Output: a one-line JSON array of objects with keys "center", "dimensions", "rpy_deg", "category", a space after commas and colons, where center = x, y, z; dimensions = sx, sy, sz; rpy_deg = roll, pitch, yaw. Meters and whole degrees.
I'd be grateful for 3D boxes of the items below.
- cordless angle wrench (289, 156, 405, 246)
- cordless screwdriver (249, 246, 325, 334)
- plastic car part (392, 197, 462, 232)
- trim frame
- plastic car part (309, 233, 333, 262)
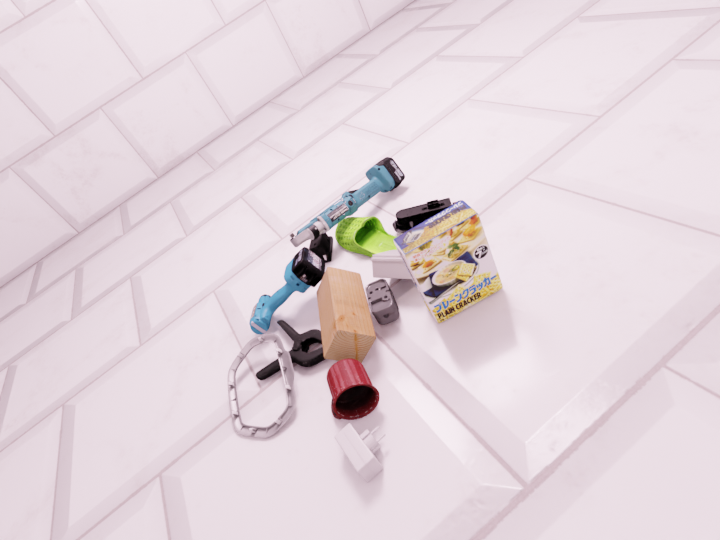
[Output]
[{"center": [-0.040, -0.192, 1.243], "dimensions": [0.417, 0.097, 0.076], "rpy_deg": [-40, 6, -25], "category": "cordless angle wrench"}, {"center": [-0.200, 0.045, 1.123], "dimensions": [0.250, 0.072, 0.164], "rpy_deg": [-45, 21, 17], "category": "cordless screwdriver"}, {"center": [0.180, -0.149, 1.122], "dimensions": [0.207, 0.063, 0.068], "rpy_deg": [-15, 45, 17], "category": "plastic car part"}, {"center": [-0.229, 0.256, 0.965], "dimensions": [0.186, 0.026, 0.260], "rpy_deg": [-31, 46, 9], "category": "trim frame"}, {"center": [-0.123, -0.081, 1.259], "dimensions": [0.067, 0.067, 0.120], "rpy_deg": [-16, 43, 18], "category": "plastic car part"}]
